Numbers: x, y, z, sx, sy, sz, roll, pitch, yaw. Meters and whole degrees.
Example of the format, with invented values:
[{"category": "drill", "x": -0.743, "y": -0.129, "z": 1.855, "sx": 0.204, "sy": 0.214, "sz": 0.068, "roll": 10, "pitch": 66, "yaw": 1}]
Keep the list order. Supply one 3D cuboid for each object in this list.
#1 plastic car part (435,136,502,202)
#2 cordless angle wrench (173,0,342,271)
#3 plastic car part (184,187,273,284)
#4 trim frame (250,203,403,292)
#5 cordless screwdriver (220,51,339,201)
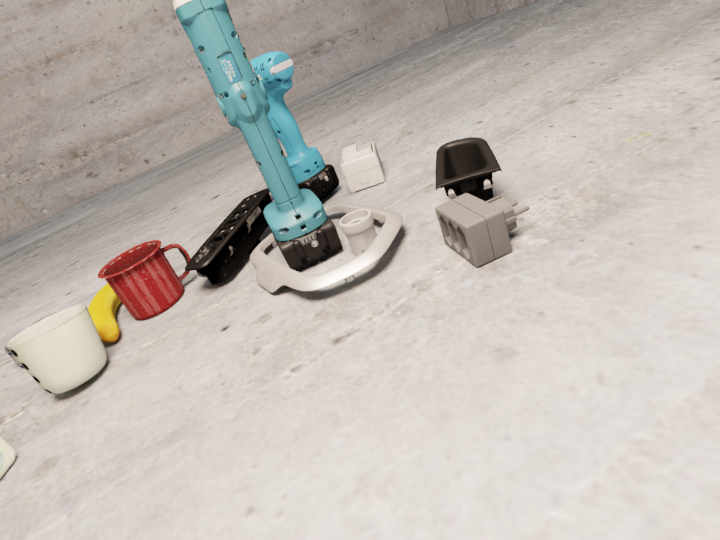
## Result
[{"category": "plastic car part", "x": 0.125, "y": -0.103, "z": 0.489, "sx": 0.068, "sy": 0.068, "sz": 0.118, "roll": -14, "pitch": 29, "yaw": 18}, {"category": "cordless angle wrench", "x": -0.134, "y": -0.195, "z": 0.482, "sx": 0.074, "sy": 0.407, "sz": 0.102, "roll": -26, "pitch": 25, "yaw": -7}, {"category": "plastic car part", "x": -0.188, "y": -0.049, "z": 0.634, "sx": 0.069, "sy": 0.064, "sz": 0.203, "roll": -9, "pitch": 32, "yaw": 26}, {"category": "trim frame", "x": -0.054, "y": -0.035, "z": 0.552, "sx": 0.181, "sy": 0.026, "sz": 0.262, "roll": -36, "pitch": 31, "yaw": -21}, {"category": "cordless screwdriver", "x": -0.144, "y": -0.226, "z": 0.718, "sx": 0.167, "sy": 0.240, "sz": 0.073, "roll": 2, "pitch": 35, "yaw": 41}]
